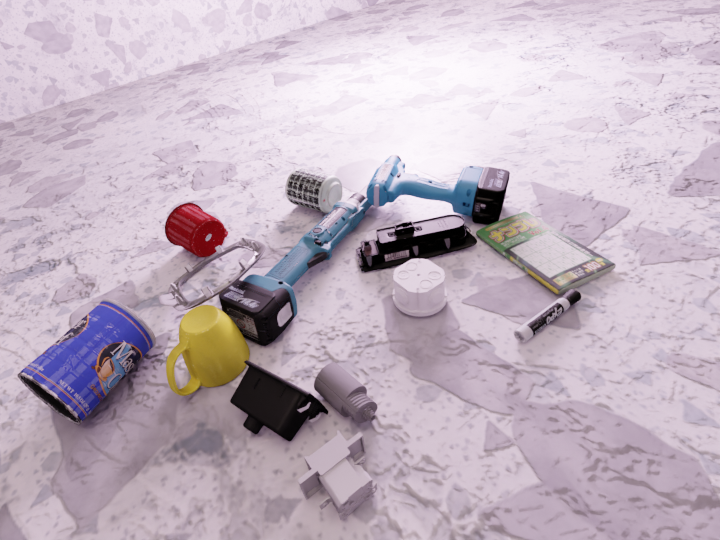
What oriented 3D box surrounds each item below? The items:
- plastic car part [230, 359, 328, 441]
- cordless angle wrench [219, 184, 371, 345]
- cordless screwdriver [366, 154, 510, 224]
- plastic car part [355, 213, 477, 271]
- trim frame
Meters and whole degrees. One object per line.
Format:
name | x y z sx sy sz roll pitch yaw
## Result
plastic car part | -0.110 0.166 0.517 0.122 0.063 0.071 13 59 31
cordless angle wrench | -0.073 -0.048 0.749 0.102 0.072 0.419 16 44 25
cordless screwdriver | 0.148 -0.170 0.814 0.257 0.072 0.160 10 43 18
plastic car part | 0.093 -0.056 0.723 0.203 0.065 0.069 -9 32 -1
trim frame | -0.248 0.000 0.701 0.182 0.026 0.260 -38 26 -16
